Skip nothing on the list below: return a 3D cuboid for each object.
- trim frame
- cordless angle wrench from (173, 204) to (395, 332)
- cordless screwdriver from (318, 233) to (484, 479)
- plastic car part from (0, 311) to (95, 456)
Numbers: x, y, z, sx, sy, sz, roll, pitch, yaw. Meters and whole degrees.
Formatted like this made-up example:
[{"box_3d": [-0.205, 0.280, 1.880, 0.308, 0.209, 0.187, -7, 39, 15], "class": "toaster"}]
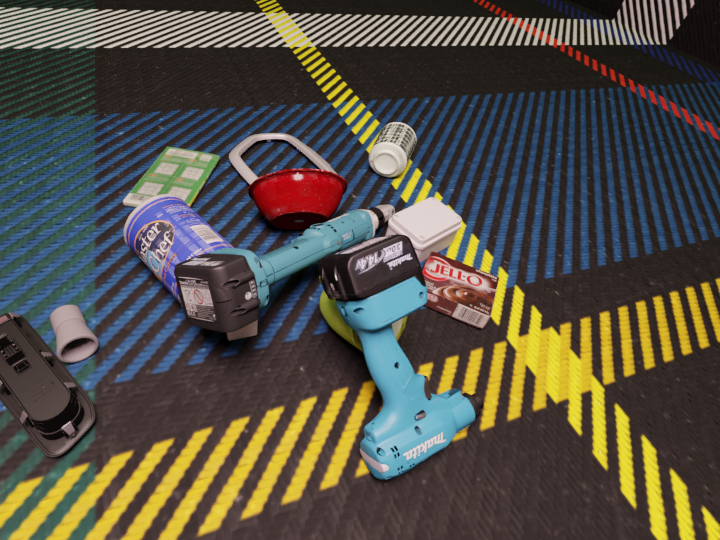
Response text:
[{"box_3d": [-0.147, -0.204, 0.830, 0.179, 0.027, 0.261, -27, 54, -29], "class": "trim frame"}, {"box_3d": [-0.059, -0.039, 0.607, 0.103, 0.073, 0.411, 2, 21, 36], "class": "cordless angle wrench"}, {"box_3d": [0.052, 0.083, 0.472, 0.154, 0.077, 0.247, -16, 94, -26], "class": "cordless screwdriver"}, {"box_3d": [-0.368, 0.111, 0.467, 0.211, 0.066, 0.065, 36, 43, 20], "class": "plastic car part"}]
